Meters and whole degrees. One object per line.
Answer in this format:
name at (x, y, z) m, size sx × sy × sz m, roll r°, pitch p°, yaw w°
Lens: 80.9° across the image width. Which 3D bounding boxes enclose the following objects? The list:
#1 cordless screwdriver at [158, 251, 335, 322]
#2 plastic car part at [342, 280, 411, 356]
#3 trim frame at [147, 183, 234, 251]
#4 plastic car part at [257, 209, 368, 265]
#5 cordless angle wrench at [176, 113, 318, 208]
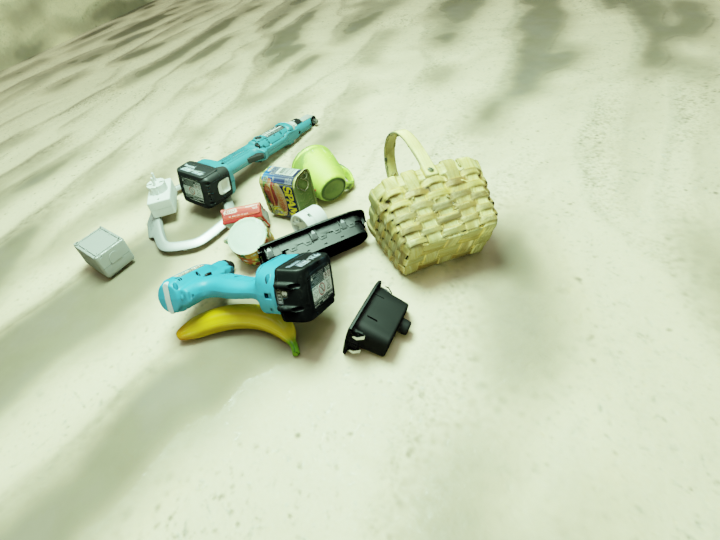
cordless screwdriver at (-0.159, 0.014, 0.637) m, size 0.258 × 0.073 × 0.157 m, roll -2°, pitch 18°, yaw 22°
plastic car part at (0.032, 0.070, 0.587) m, size 0.073 × 0.064 × 0.116 m, roll 27°, pitch 51°, yaw 14°
trim frame at (-0.359, -0.122, 0.887) m, size 0.182 × 0.026 × 0.262 m, roll -23°, pitch 47°, yaw -12°
plastic car part at (-0.070, -0.046, 0.720) m, size 0.200 × 0.064 × 0.070 m, roll -27°, pitch 56°, yaw -15°
cordless angle wrench at (-0.233, -0.281, 0.978) m, size 0.102 × 0.072 × 0.418 m, roll 19°, pitch 45°, yaw 24°
